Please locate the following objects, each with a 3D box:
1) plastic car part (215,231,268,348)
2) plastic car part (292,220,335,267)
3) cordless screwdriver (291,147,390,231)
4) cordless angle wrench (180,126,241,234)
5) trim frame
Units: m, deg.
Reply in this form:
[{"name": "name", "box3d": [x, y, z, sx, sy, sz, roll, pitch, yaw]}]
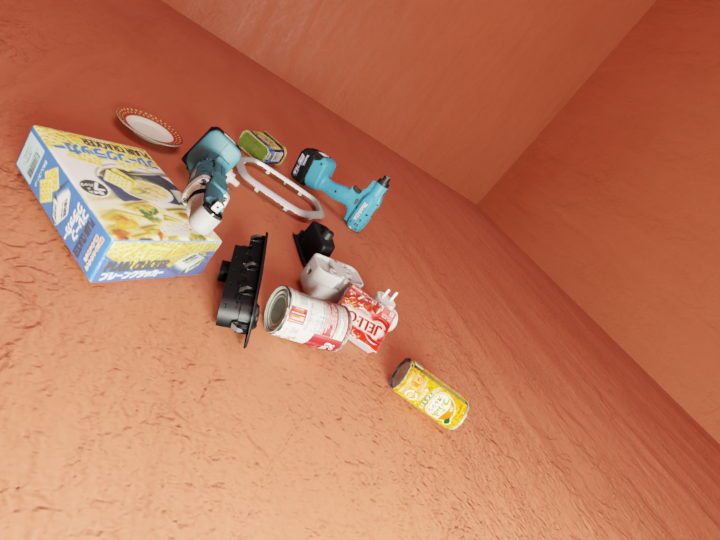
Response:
[{"name": "plastic car part", "box3d": [-0.158, 0.014, 0.567, 0.065, 0.066, 0.211, 17, 28, -21]}, {"name": "plastic car part", "box3d": [-0.079, -0.052, 0.805, 0.063, 0.071, 0.122, 22, 23, -30]}, {"name": "cordless screwdriver", "box3d": [-0.051, -0.235, 1.099, 0.256, 0.159, 0.072, 41, 22, 16]}, {"name": "cordless angle wrench", "box3d": [-0.224, -0.136, 0.625, 0.071, 0.098, 0.441, 43, 6, -29]}, {"name": "trim frame", "box3d": [-0.189, -0.193, 0.990, 0.245, 0.027, 0.187, 31, 23, -9]}]
